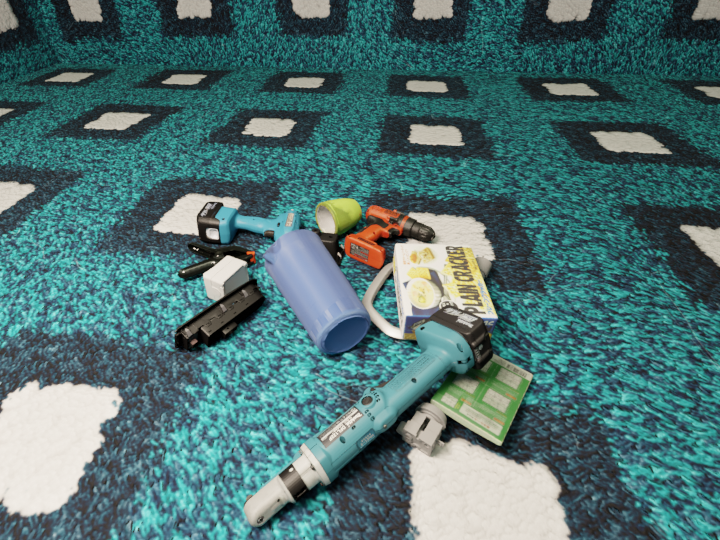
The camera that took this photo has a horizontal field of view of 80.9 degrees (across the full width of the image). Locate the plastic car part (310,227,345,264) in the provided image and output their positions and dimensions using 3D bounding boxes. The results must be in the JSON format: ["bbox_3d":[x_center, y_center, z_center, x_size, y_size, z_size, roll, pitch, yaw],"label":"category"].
[{"bbox_3d":[-0.096,-0.063,0.985,0.118,0.069,0.067,10,35,8],"label":"plastic car part"}]

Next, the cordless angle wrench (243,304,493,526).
[{"bbox_3d":[0.018,0.203,0.606,0.416,0.072,0.103,-35,28,-21],"label":"cordless angle wrench"}]

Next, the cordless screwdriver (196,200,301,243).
[{"bbox_3d":[-0.275,-0.097,1.036,0.249,0.072,0.163,4,38,0],"label":"cordless screwdriver"}]

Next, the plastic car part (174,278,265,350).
[{"bbox_3d":[-0.256,0.084,0.809,0.069,0.065,0.200,29,46,18],"label":"plastic car part"}]

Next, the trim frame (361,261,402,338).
[{"bbox_3d":[0.109,0.054,0.865,0.191,0.027,0.246,15,39,21],"label":"trim frame"}]
